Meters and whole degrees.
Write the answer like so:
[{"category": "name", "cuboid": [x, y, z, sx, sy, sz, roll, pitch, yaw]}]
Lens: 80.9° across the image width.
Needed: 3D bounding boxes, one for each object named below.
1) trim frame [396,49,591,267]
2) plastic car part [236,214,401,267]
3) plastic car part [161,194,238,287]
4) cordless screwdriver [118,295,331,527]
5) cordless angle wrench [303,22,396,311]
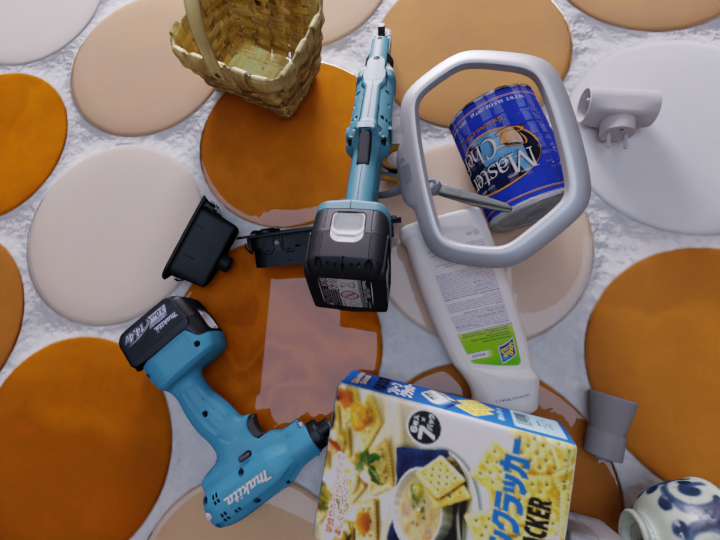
[{"category": "trim frame", "cuboid": [0.128, -0.124, 0.452, 0.189, 0.026, 0.252, -13, 77, 21]}, {"category": "plastic car part", "cuboid": [-0.052, -0.034, 0.533, 0.205, 0.066, 0.066, -2, 101, 6]}, {"category": "plastic car part", "cuboid": [-0.199, -0.028, 0.554, 0.071, 0.066, 0.117, 24, 83, -3]}, {"category": "cordless screwdriver", "cuboid": [-0.156, 0.138, 0.492, 0.159, 0.073, 0.255, -36, 77, -3]}, {"category": "cordless angle wrench", "cuboid": [0.010, -0.158, 0.503, 0.076, 0.094, 0.432, 2, 57, 8]}]
